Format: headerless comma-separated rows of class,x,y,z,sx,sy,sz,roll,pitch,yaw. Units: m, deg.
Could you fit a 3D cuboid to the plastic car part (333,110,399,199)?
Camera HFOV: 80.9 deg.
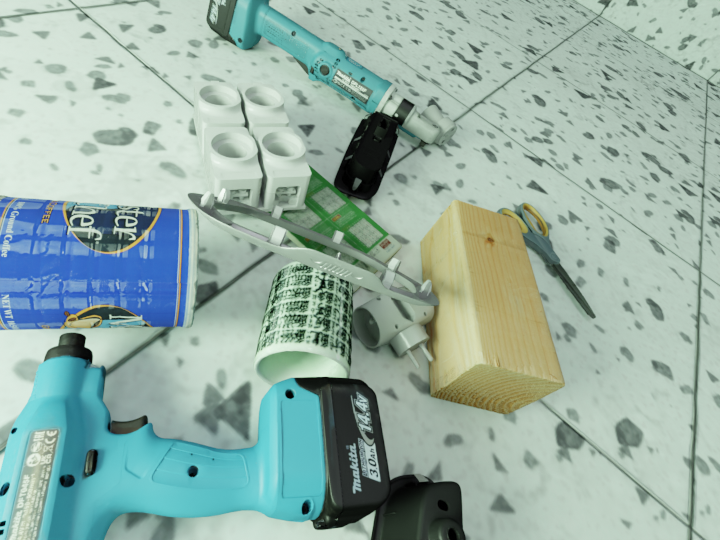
plastic car part,0.019,-0.177,0.612,0.065,0.067,0.205,30,50,-11

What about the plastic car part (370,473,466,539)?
plastic car part,0.048,0.203,0.306,0.065,0.071,0.118,23,51,-10

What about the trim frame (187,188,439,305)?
trim frame,-0.038,-0.025,0.393,0.242,0.027,0.190,23,10,-16

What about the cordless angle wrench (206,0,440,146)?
cordless angle wrench,-0.051,-0.334,0.691,0.423,0.098,0.074,33,44,0

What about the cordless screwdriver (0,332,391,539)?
cordless screwdriver,-0.112,0.117,0.309,0.242,0.073,0.165,0,54,-19
